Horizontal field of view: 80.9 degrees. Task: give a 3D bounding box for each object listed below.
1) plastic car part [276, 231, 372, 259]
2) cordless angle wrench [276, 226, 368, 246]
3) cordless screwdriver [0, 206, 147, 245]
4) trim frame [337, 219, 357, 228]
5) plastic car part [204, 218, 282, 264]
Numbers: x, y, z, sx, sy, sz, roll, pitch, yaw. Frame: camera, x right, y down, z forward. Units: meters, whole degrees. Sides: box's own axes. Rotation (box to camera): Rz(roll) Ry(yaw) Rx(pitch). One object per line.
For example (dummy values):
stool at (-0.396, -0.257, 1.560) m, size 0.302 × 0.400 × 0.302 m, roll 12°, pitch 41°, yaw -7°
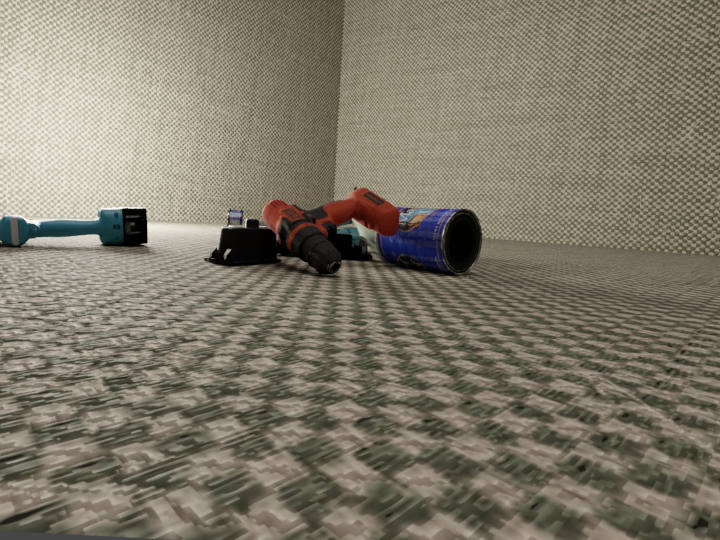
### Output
plastic car part at (-0.080, -0.052, 0.816) m, size 0.204 × 0.066 × 0.067 m, roll 1°, pitch 12°, yaw 2°
cordless angle wrench at (-0.025, -0.074, 0.983) m, size 0.408 × 0.074 × 0.102 m, roll -3°, pitch 8°, yaw -25°
cordless screwdriver at (-0.555, -0.085, 0.823) m, size 0.238 × 0.074 × 0.168 m, roll -8°, pitch 12°, yaw -40°
trim frame at (-0.088, -0.102, 1.071) m, size 0.252 × 0.028 × 0.180 m, roll -11°, pitch -4°, yaw 9°
plastic car part at (-0.177, -0.046, 0.663) m, size 0.069 × 0.070 × 0.111 m, roll 9°, pitch 11°, yaw 37°
